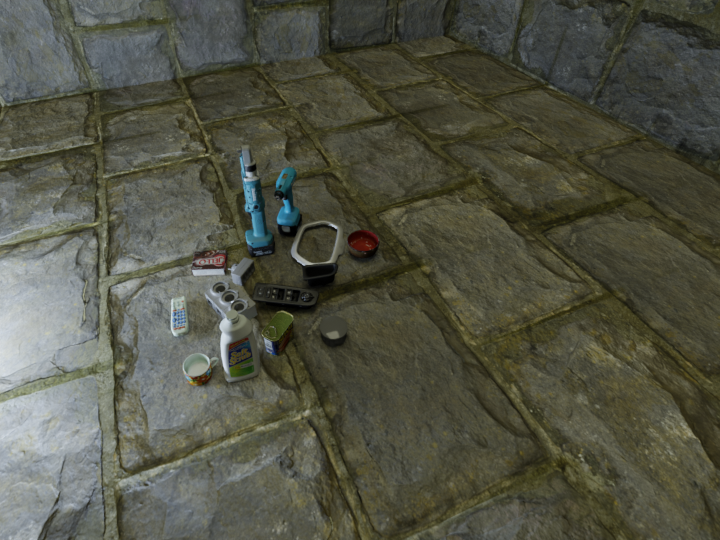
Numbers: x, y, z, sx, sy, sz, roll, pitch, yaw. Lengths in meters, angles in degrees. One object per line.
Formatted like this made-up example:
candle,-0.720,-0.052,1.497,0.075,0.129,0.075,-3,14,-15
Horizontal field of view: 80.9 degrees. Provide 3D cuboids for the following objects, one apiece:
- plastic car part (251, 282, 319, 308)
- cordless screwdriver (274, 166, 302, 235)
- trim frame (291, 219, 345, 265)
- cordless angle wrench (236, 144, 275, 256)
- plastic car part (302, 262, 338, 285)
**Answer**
plastic car part,-0.230,0.088,1.314,0.205,0.065,0.068,3,45,4
cordless screwdriver,-0.264,-0.224,1.501,0.075,0.241,0.162,9,45,5
trim frame,-0.149,-0.097,1.522,0.187,0.026,0.253,5,46,6
cordless angle wrench,-0.345,-0.221,1.381,0.096,0.410,0.078,-9,46,-12
plastic car part,-0.129,0.020,1.376,0.116,0.069,0.068,-5,45,-5
